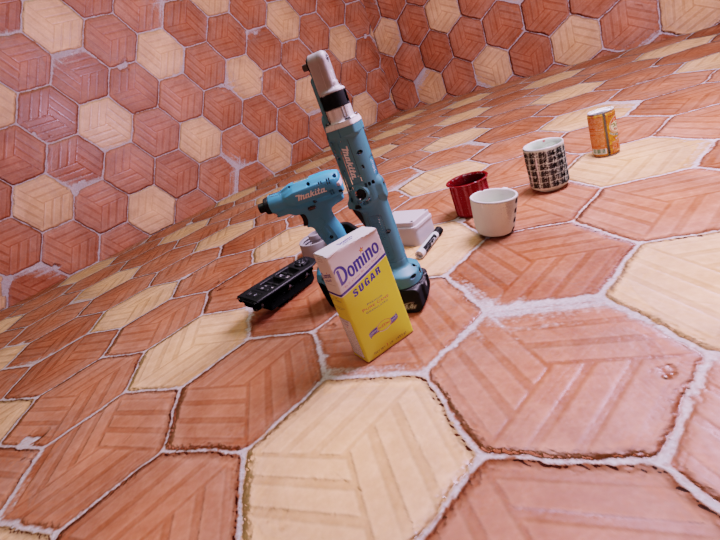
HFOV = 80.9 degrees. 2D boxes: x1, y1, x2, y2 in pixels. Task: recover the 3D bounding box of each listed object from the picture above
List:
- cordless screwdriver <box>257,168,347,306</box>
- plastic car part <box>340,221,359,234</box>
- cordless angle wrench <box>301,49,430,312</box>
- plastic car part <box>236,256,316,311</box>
[{"bbox_3d":[-0.077,-0.050,0.785,0.161,0.241,0.075,-17,20,11],"label":"cordless screwdriver"},{"bbox_3d":[-0.032,-0.069,1.005,0.065,0.069,0.121,-25,22,-9],"label":"plastic car part"},{"bbox_3d":[0.007,-0.126,0.661,0.101,0.411,0.074,-10,22,28],"label":"cordless angle wrench"},{"bbox_3d":[-0.163,0.032,0.906,0.069,0.065,0.199,-1,31,43],"label":"plastic car part"}]
